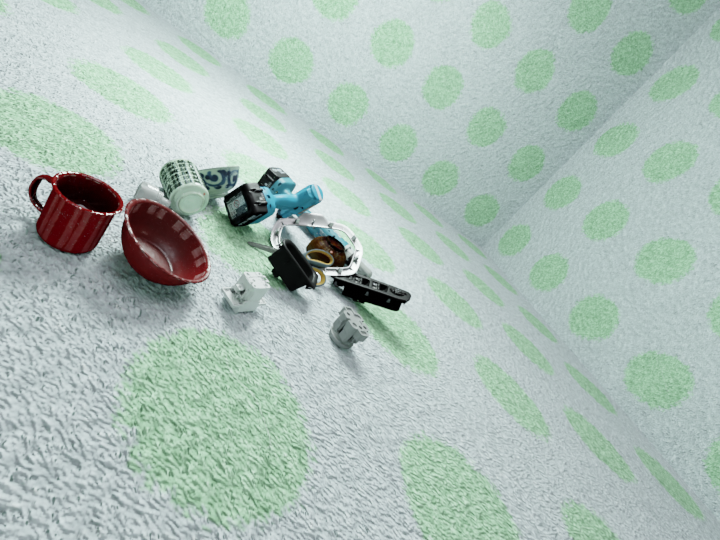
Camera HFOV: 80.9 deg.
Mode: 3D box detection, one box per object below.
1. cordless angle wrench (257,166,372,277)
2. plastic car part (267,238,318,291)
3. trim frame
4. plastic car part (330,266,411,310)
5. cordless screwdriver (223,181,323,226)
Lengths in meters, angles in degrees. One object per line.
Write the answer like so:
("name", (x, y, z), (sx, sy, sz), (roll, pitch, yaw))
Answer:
("cordless angle wrench", (-0.125, -0.129, 1.210), (0.431, 0.075, 0.095), (45, 20, 10))
("plastic car part", (-0.149, -0.004, 0.883), (0.114, 0.072, 0.067), (52, 16, -15))
("trim frame", (-0.102, -0.067, 1.045), (0.239, 0.027, 0.192), (2, 51, -24))
("plastic car part", (0.022, 0.052, 1.033), (0.205, 0.066, 0.066), (14, 14, 4))
("cordless screwdriver", (-0.221, -0.156, 1.032), (0.239, 0.164, 0.075), (-17, 86, -52))
